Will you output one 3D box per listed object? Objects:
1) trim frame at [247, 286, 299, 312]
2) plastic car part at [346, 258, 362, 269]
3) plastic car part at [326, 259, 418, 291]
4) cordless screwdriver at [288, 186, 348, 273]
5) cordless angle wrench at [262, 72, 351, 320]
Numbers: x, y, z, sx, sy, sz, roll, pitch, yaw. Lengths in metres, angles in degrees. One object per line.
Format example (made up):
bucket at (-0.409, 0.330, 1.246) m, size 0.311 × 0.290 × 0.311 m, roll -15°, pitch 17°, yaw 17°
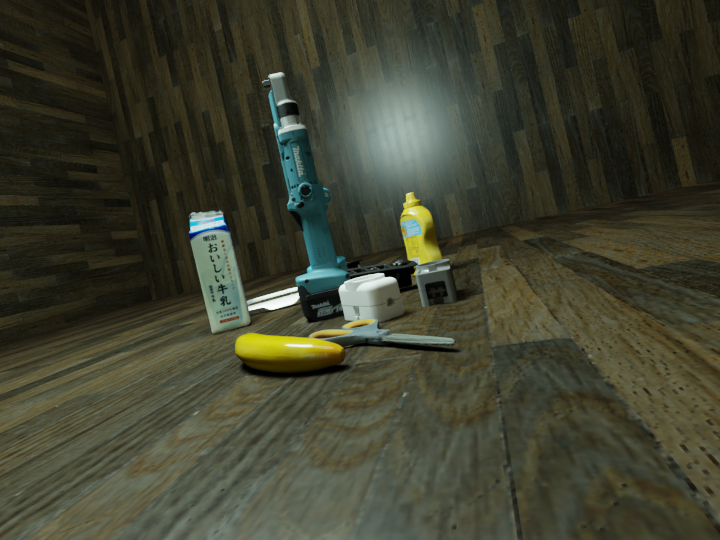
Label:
trim frame at (-0.198, 0.070, 1.035) m, size 0.245 × 0.027 × 0.187 m, roll -14°, pitch 4°, yaw -11°
plastic car part at (-0.045, 0.018, 0.970) m, size 0.121 × 0.071 × 0.064 m, roll -11°, pitch 2°, yaw 29°
plastic car part at (0.018, 0.019, 0.809) m, size 0.200 × 0.067 × 0.067 m, roll -14°, pitch 2°, yaw -10°
cordless screwdriver at (-0.085, -0.056, 0.869) m, size 0.076 × 0.249 × 0.155 m, roll -13°, pitch 1°, yaw 17°
cordless angle wrench at (-0.095, -0.131, 0.723) m, size 0.097 × 0.423 × 0.075 m, roll -13°, pitch 0°, yaw -4°
